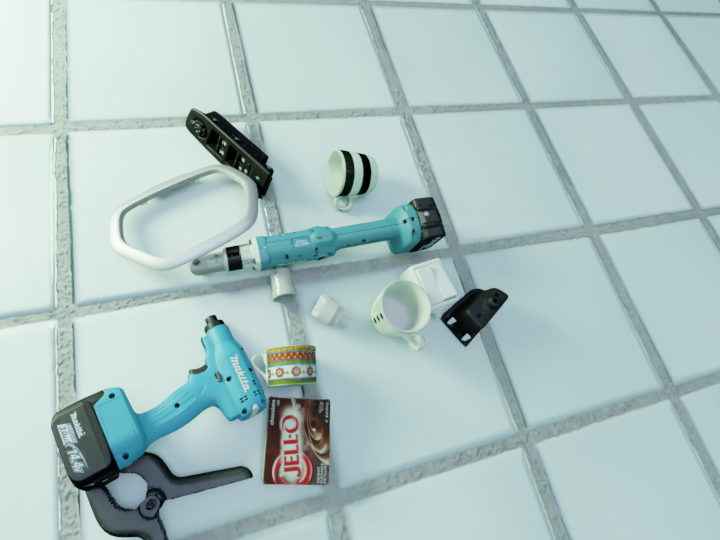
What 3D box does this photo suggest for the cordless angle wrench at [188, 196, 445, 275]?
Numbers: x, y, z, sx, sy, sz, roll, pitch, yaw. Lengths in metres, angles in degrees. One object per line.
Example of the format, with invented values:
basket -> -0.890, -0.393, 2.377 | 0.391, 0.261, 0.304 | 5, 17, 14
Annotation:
cordless angle wrench -> -0.069, -0.045, 0.706 | 0.415, 0.098, 0.076 | -11, 76, -14

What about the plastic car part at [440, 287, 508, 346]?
plastic car part -> 0.209, 0.066, 0.731 | 0.115, 0.071, 0.067 | -38, 84, -22

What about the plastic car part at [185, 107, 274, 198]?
plastic car part -> -0.229, -0.224, 0.760 | 0.205, 0.066, 0.066 | 39, 54, 5

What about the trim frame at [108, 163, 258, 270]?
trim frame -> -0.281, -0.094, 0.686 | 0.244, 0.027, 0.192 | -33, 64, -21

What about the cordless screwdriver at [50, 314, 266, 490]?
cordless screwdriver -> -0.265, 0.163, 0.565 | 0.241, 0.074, 0.165 | -19, 63, -31
